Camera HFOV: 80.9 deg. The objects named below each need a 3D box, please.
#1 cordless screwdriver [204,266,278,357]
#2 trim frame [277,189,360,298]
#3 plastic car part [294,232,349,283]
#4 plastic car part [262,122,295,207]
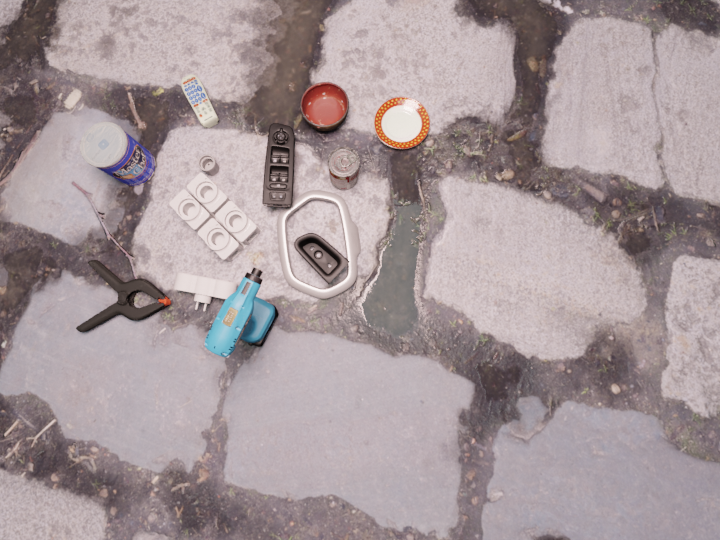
[{"bbox_3d":[-0.215,0.079,0.828,0.075,0.246,0.159,26,84,2],"label":"cordless screwdriver"},{"bbox_3d":[-0.093,-0.061,0.953,0.185,0.027,0.252,-9,80,2],"label":"trim frame"},{"bbox_3d":[-0.088,-0.032,0.926,0.118,0.070,0.066,43,85,8],"label":"plastic car part"},{"bbox_3d":[-0.183,-0.238,0.969,0.067,0.066,0.205,1,81,1],"label":"plastic car part"}]
